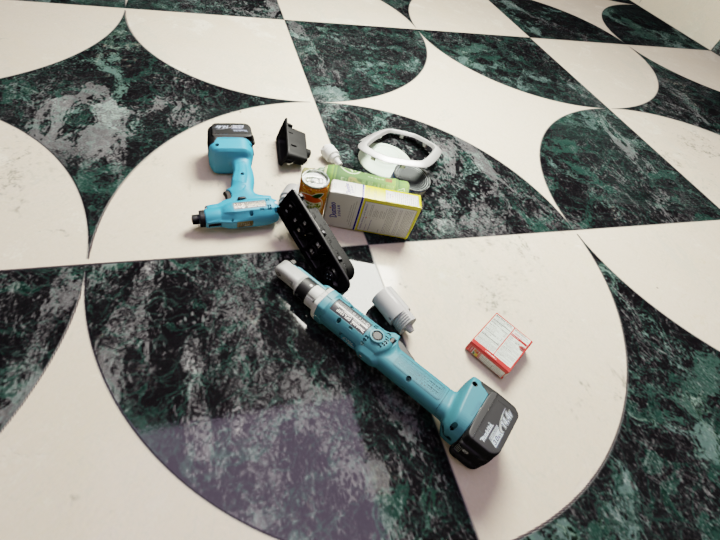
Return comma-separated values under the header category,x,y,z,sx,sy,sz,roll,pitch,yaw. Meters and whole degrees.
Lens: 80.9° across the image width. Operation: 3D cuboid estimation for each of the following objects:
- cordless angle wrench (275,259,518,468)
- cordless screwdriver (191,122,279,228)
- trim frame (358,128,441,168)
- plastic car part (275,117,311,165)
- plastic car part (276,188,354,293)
category,x,y,z,sx,sy,sz,roll,pitch,yaw
cordless angle wrench,0.023,0.114,0.655,0.440,0.073,0.096,36,52,21
cordless screwdriver,-0.266,-0.186,0.841,0.155,0.073,0.259,-10,57,-19
trim frame,0.091,-0.288,0.990,0.189,0.027,0.246,22,37,13
plastic car part,-0.147,-0.275,0.951,0.068,0.066,0.121,7,52,-28
plastic car part,-0.074,-0.048,0.757,0.064,0.067,0.209,-7,62,-52
